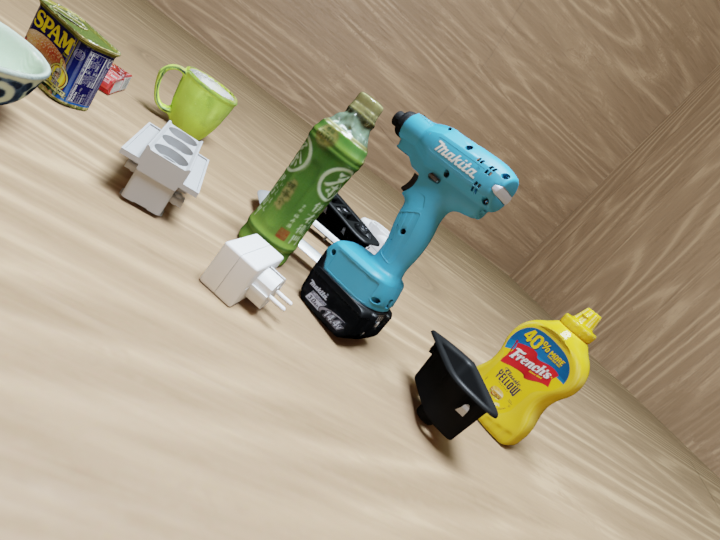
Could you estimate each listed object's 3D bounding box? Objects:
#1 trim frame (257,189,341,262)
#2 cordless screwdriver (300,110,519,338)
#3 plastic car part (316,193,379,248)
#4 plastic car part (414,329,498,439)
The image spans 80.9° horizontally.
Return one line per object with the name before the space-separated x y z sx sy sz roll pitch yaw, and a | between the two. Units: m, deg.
trim frame | -0.064 -0.042 0.654 0.248 0.027 0.184 38 16 -2
cordless screwdriver | 0.029 -0.052 0.476 0.167 0.249 0.070 49 18 29
plastic car part | -0.050 -0.103 0.784 0.212 0.067 0.063 46 17 24
plastic car part | 0.088 0.127 0.442 0.065 0.071 0.117 38 16 -7
